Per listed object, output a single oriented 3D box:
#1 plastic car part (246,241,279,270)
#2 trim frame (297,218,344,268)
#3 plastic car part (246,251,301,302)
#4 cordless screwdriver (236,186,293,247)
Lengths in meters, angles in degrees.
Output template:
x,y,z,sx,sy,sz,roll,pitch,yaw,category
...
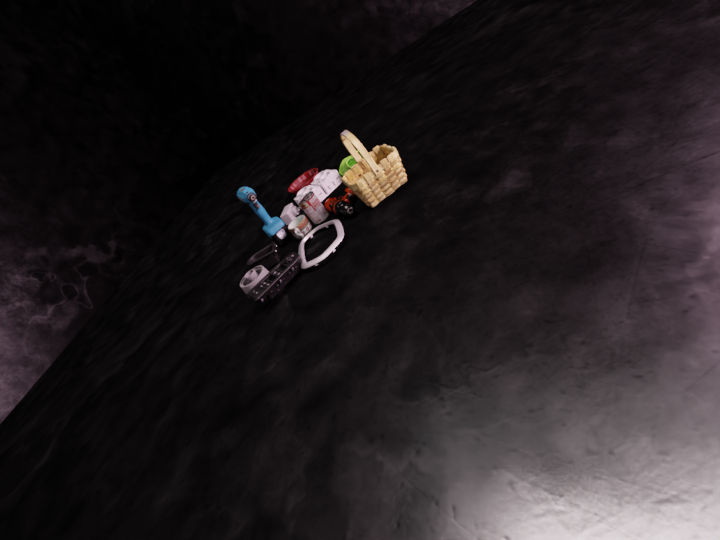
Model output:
x,y,z,sx,sy,sz,roll,pitch,yaw,category
-0.322,-0.034,1.440,0.118,0.068,0.068,-32,27,12,plastic car part
-0.131,-0.086,1.338,0.185,0.026,0.258,-35,29,8,trim frame
-0.246,0.026,1.272,0.069,0.064,0.202,5,50,53,plastic car part
-0.339,-0.194,1.510,0.074,0.238,0.167,-43,26,-10,cordless screwdriver
